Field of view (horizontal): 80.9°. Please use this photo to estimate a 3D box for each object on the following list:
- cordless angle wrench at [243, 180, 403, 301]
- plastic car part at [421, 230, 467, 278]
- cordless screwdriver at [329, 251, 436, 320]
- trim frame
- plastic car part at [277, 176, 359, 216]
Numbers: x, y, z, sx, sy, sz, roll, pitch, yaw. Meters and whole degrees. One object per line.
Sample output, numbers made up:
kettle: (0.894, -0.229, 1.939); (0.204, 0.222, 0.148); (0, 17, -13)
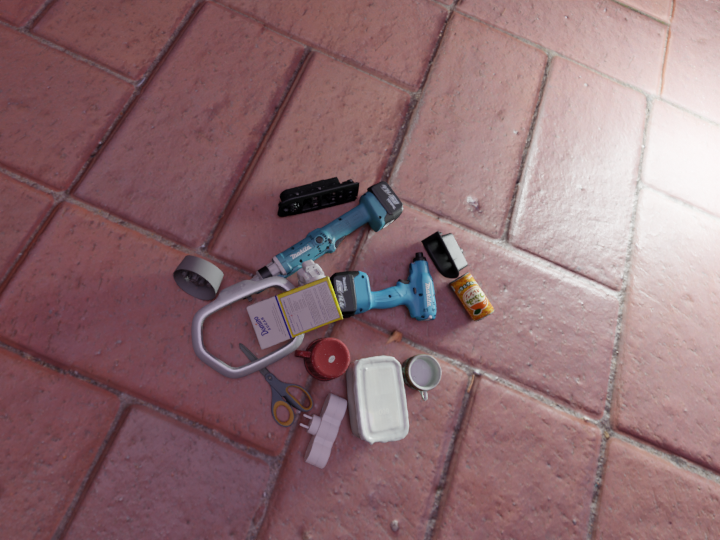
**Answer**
cordless angle wrench: (-0.095, -0.062, 0.969); (0.418, 0.074, 0.099); (-33, 82, -14)
plastic car part: (0.213, -0.042, 1.017); (0.069, 0.067, 0.118); (-26, 83, -31)
cordless screwdriver: (0.049, 0.033, 0.959); (0.243, 0.074, 0.162); (1, 73, -13)
trim frame: (-0.228, 0.113, 0.884); (0.245, 0.028, 0.184); (-25, 90, -13)
plastic car part: (-0.107, -0.182, 1.006); (0.199, 0.065, 0.069); (-20, 70, -14)
